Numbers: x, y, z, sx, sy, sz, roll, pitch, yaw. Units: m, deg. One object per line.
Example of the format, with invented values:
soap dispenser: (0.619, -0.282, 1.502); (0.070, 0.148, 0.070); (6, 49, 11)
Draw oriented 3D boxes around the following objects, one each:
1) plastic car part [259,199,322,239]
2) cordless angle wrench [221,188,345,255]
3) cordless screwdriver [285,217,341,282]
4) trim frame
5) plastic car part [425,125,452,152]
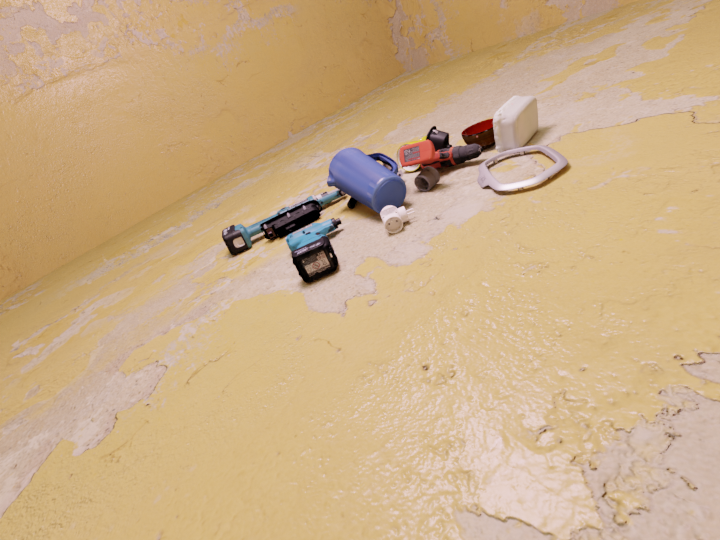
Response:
plastic car part: (-0.208, -0.155, 1.312); (0.201, 0.063, 0.070); (-30, 35, -8)
cordless angle wrench: (-0.242, -0.177, 1.376); (0.422, 0.072, 0.102); (-25, 26, -3)
cordless screwdriver: (-0.103, -0.068, 1.057); (0.159, 0.072, 0.257); (-26, 23, -2)
trim frame: (0.374, -0.245, 1.007); (0.187, 0.026, 0.254); (-19, 29, 12)
plastic car part: (0.237, -0.365, 1.261); (0.075, 0.112, 0.065); (27, 52, 30)
